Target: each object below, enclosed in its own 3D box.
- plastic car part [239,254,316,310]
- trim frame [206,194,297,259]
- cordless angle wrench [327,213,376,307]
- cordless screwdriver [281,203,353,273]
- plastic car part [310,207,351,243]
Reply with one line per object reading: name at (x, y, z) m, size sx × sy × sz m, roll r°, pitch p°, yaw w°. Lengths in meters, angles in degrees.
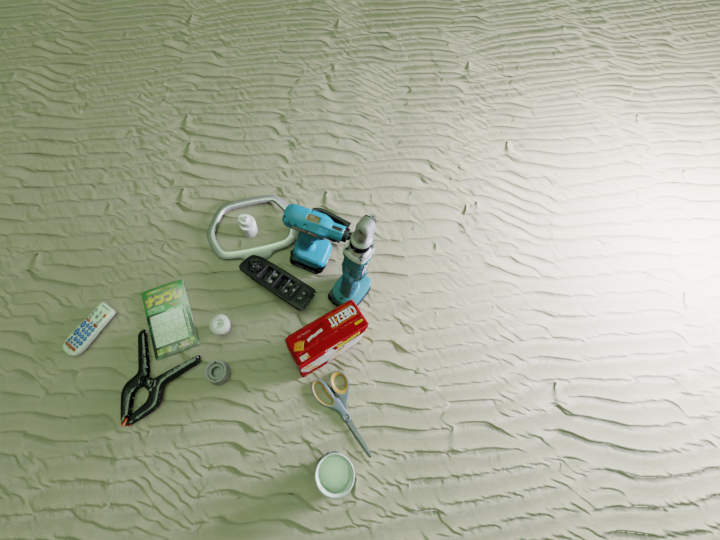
plastic car part at (-0.210, 0.029, 1.058) m, size 0.208 × 0.065 × 0.066 m, roll 32°, pitch 71°, yaw 12°
trim frame at (-0.290, -0.114, 1.139) m, size 0.247 × 0.027 × 0.190 m, roll -13°, pitch 68°, yaw -5°
cordless angle wrench at (-0.011, -0.006, 0.885) m, size 0.076 × 0.415 × 0.097 m, roll 37°, pitch 71°, yaw 8°
cordless screwdriver at (-0.098, -0.064, 1.001) m, size 0.161 × 0.244 × 0.075 m, roll 21°, pitch 70°, yaw 4°
plastic car part at (-0.092, -0.115, 1.116) m, size 0.119 × 0.069 × 0.066 m, roll 29°, pitch 70°, yaw 10°
